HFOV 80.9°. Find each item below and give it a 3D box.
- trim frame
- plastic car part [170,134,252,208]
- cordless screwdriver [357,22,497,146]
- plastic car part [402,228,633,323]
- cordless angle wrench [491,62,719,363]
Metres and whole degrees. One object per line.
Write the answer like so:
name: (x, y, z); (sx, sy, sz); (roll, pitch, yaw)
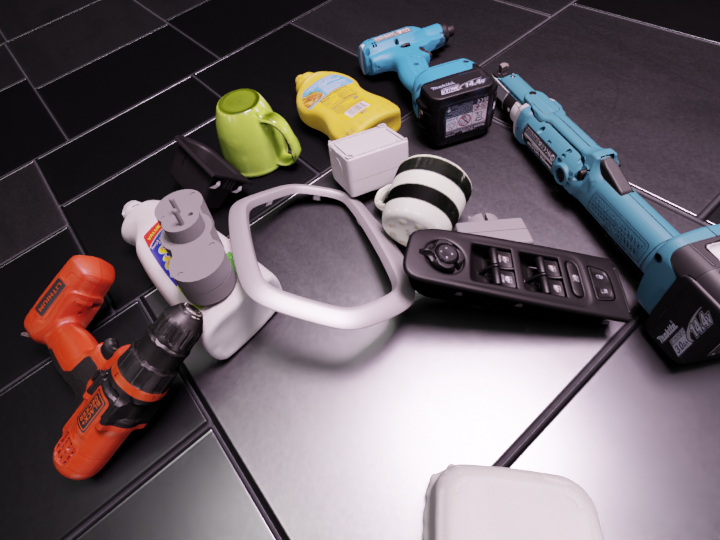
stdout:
trim frame: (-0.044, -0.029, 0.449); (0.179, 0.027, 0.261); (-6, 38, -18)
plastic car part: (-0.213, -0.123, 0.564); (0.122, 0.063, 0.071); (38, 108, 29)
cordless screwdriver: (0.112, -0.291, 0.617); (0.158, 0.071, 0.261); (-22, 51, -6)
plastic car part: (0.132, 0.007, 0.393); (0.201, 0.066, 0.067); (12, 63, -7)
cordless angle wrench: (0.245, -0.111, 0.462); (0.074, 0.094, 0.441); (-15, 50, -3)
